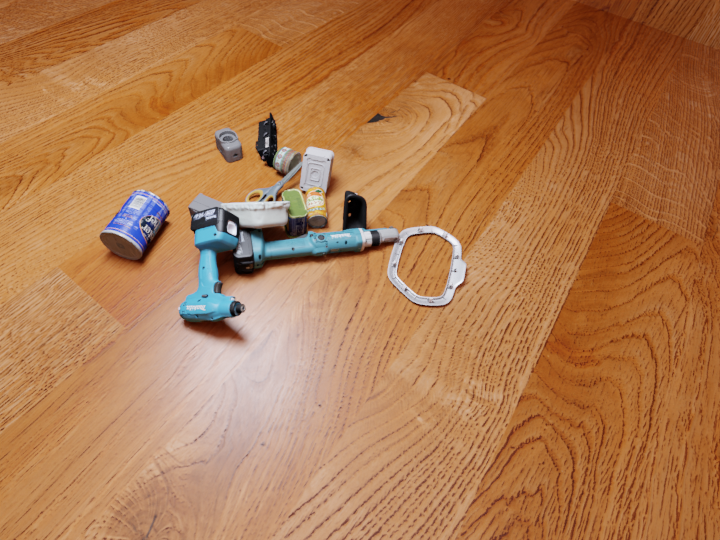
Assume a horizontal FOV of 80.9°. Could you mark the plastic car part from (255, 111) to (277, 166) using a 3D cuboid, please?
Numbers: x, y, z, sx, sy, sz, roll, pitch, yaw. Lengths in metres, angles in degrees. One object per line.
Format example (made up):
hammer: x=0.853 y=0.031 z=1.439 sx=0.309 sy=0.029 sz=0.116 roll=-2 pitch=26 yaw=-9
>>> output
plastic car part: x=-0.281 y=-0.393 z=1.277 sx=0.068 sy=0.063 sz=0.209 roll=-13 pitch=55 yaw=15

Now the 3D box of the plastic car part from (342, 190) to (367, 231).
plastic car part: x=-0.022 y=-0.159 z=1.102 sx=0.065 sy=0.113 sz=0.074 roll=-6 pitch=33 yaw=-13

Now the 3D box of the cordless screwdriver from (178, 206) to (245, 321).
cordless screwdriver: x=-0.310 y=-0.013 z=0.925 sx=0.165 sy=0.070 sz=0.253 roll=-6 pitch=71 yaw=25

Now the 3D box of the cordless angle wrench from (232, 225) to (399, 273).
cordless angle wrench: x=-0.103 y=-0.067 z=1.050 sx=0.415 sy=0.073 sz=0.102 roll=-7 pitch=56 yaw=-12

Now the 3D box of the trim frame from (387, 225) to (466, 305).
trim frame: x=0.169 y=-0.021 z=1.061 sx=0.187 sy=0.027 sz=0.251 roll=18 pitch=53 yaw=7
